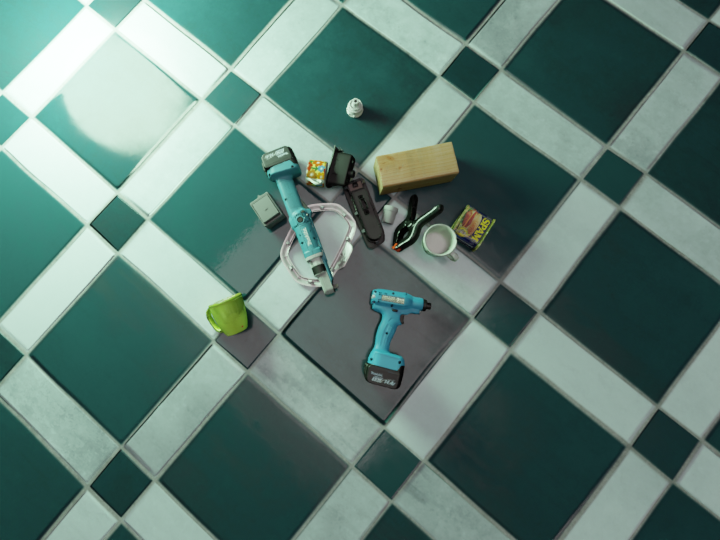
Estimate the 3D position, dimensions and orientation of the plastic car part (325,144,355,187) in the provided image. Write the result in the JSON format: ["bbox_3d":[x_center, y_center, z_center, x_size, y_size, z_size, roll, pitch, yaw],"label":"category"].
[{"bbox_3d":[-0.048,-0.280,1.177,0.074,0.063,0.117,10,84,21],"label":"plastic car part"}]

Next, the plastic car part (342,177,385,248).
[{"bbox_3d":[0.016,-0.162,1.171,0.066,0.067,0.205,-19,85,-9],"label":"plastic car part"}]

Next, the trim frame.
[{"bbox_3d":[-0.115,-0.075,1.180,0.186,0.027,0.249,27,82,5],"label":"trim frame"}]

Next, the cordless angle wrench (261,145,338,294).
[{"bbox_3d":[-0.158,-0.133,1.145,0.098,0.073,0.432,-22,77,-1],"label":"cordless angle wrench"}]

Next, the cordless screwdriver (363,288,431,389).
[{"bbox_3d":[0.095,0.180,1.112,0.160,0.073,0.251,8,79,2],"label":"cordless screwdriver"}]
